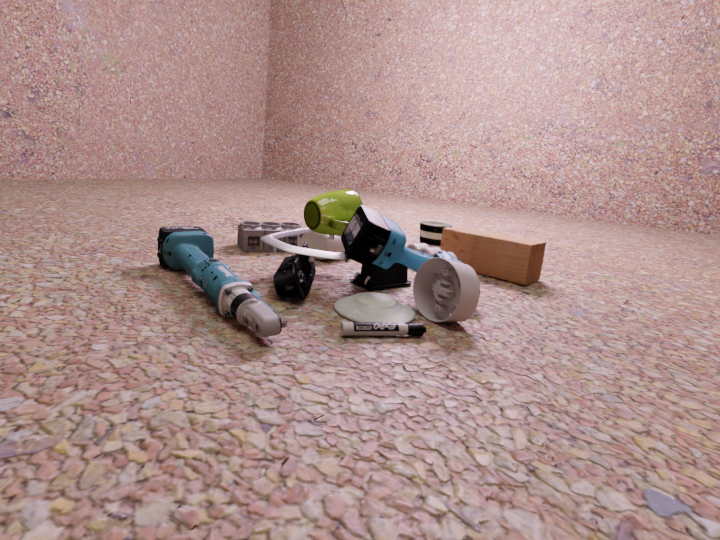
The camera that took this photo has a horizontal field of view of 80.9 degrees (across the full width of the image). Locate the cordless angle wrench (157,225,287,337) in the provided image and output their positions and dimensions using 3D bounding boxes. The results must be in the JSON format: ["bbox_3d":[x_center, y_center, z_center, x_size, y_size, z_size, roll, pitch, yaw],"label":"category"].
[{"bbox_3d":[-0.240,0.009,0.690,0.094,0.073,0.447,-6,20,-36],"label":"cordless angle wrench"}]

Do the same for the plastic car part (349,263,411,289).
[{"bbox_3d":[0.046,-0.006,0.820,0.112,0.070,0.069,-8,18,-31],"label":"plastic car part"}]

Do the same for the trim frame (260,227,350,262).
[{"bbox_3d":[-0.078,-0.051,0.798,0.192,0.027,0.241,17,18,21],"label":"trim frame"}]

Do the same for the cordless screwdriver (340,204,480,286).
[{"bbox_3d":[0.088,-0.034,0.765,0.242,0.074,0.164,25,22,-15],"label":"cordless screwdriver"}]

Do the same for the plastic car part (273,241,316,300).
[{"bbox_3d":[-0.119,0.002,0.761,0.067,0.065,0.206,-10,14,-2],"label":"plastic car part"}]
